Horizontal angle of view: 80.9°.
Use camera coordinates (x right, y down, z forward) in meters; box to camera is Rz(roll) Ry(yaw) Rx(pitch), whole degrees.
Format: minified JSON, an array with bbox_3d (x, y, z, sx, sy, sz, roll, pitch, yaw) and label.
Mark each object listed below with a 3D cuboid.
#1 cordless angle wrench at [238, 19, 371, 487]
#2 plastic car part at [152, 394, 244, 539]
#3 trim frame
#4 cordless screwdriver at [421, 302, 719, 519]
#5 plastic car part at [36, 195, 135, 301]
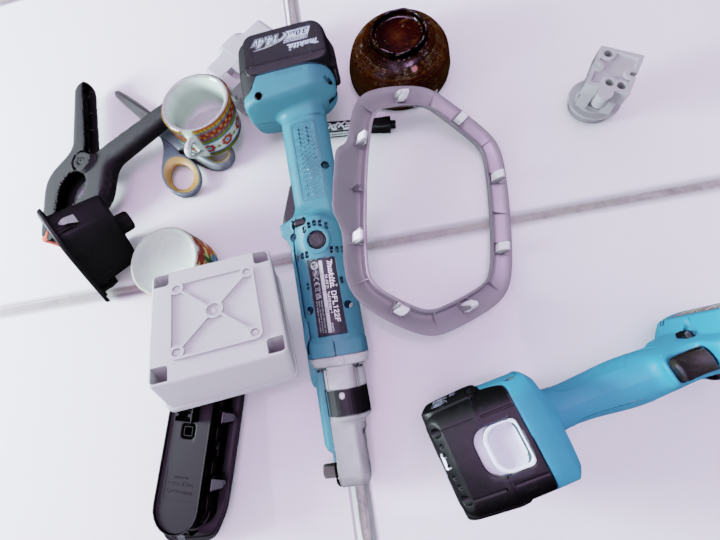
[{"bbox_3d":[-0.039,-0.026,0.401,0.099,0.072,0.429,-12,78,6],"label":"cordless angle wrench"},{"bbox_3d":[-0.144,0.138,0.383,0.067,0.066,0.205,3,76,1],"label":"plastic car part"},{"bbox_3d":[0.061,-0.066,0.390,0.180,0.028,0.252,7,74,-13],"label":"trim frame"},{"bbox_3d":[0.171,0.086,0.289,0.250,0.154,0.076,-24,74,3],"label":"cordless screwdriver"},{"bbox_3d":[-0.268,-0.031,0.437,0.070,0.115,0.068,-37,72,-29],"label":"plastic car part"}]
